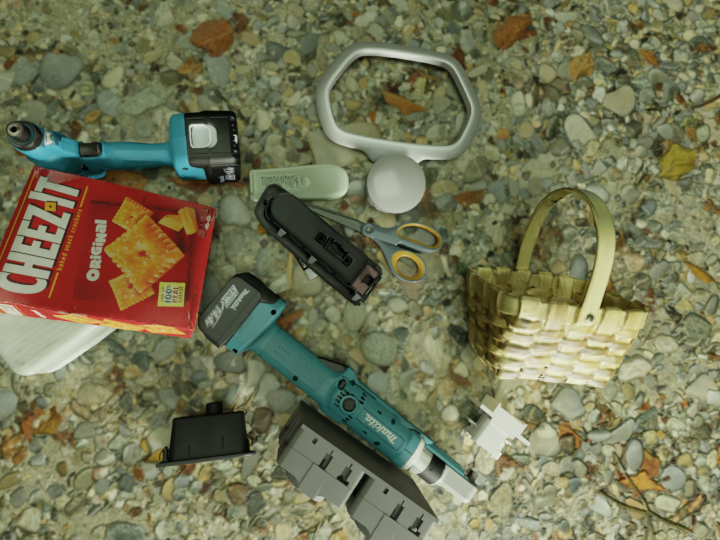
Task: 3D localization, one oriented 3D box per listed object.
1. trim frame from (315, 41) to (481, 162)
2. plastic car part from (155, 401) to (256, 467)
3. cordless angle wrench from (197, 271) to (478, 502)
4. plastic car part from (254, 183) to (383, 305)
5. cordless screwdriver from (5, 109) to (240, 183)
[{"bbox_3d":[0.056,-0.245,0.623,0.246,0.027,0.185,6,82,-5],"label":"trim frame"},{"bbox_3d":[-0.195,0.208,0.544,0.115,0.065,0.073,-7,72,-9],"label":"plastic car part"},{"bbox_3d":[-0.019,0.165,0.552,0.422,0.074,0.098,39,83,-1],"label":"cordless angle wrench"},{"bbox_3d":[-0.055,-0.036,0.560,0.201,0.068,0.066,40,83,-5],"label":"plastic car part"},{"bbox_3d":[-0.276,-0.153,0.525,0.246,0.160,0.075,-6,88,-8],"label":"cordless screwdriver"}]
